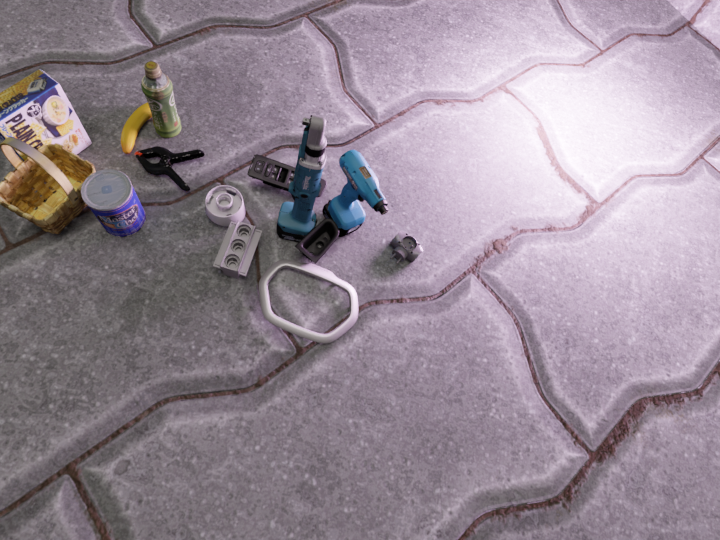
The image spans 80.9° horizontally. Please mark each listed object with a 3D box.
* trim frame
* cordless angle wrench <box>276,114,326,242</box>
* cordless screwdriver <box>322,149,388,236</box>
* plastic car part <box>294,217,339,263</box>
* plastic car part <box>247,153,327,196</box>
[{"bbox_3d":[-0.123,0.068,1.005,0.249,0.027,0.186,20,65,0],"label":"trim frame"},{"bbox_3d":[-0.117,-0.180,0.900,0.097,0.420,0.075,13,67,-9],"label":"cordless angle wrench"},{"bbox_3d":[-0.012,-0.153,1.000,0.073,0.247,0.163,-25,76,-21],"label":"cordless screwdriver"},{"bbox_3d":[-0.102,-0.067,1.044,0.067,0.070,0.115,40,66,6],"label":"plastic car part"},{"bbox_3d":[-0.191,-0.234,1.107,0.202,0.066,0.067,17,65,-2],"label":"plastic car part"}]
